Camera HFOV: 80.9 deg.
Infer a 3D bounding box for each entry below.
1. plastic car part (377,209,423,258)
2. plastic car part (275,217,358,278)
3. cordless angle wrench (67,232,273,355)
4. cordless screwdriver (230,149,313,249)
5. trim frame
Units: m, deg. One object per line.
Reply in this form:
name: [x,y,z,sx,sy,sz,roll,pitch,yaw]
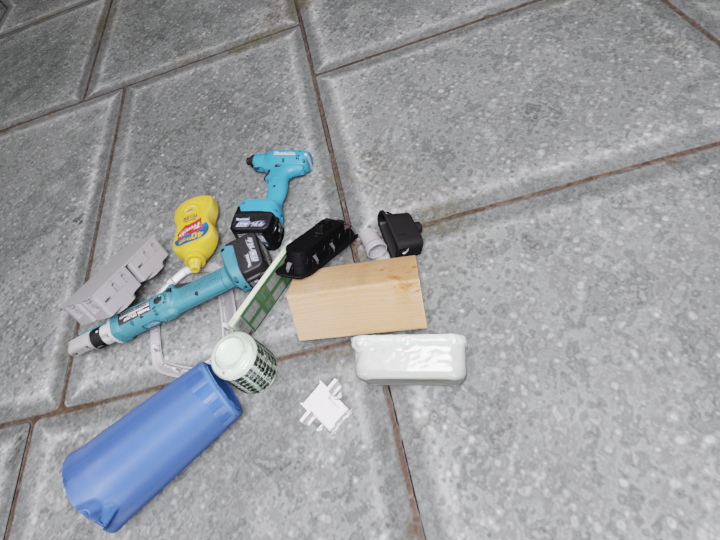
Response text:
plastic car part: [0.079,-0.068,0.776,0.070,0.064,0.121,-8,53,-7]
plastic car part: [-0.073,-0.048,0.751,0.069,0.065,0.200,20,39,20]
cordless angle wrench: [-0.365,0.064,0.796,0.424,0.071,0.102,-26,55,3]
cordless screwdriver: [-0.210,-0.165,0.910,0.164,0.071,0.252,4,58,19]
trim frame: [-0.326,0.089,0.818,0.185,0.026,0.259,-21,54,3]
